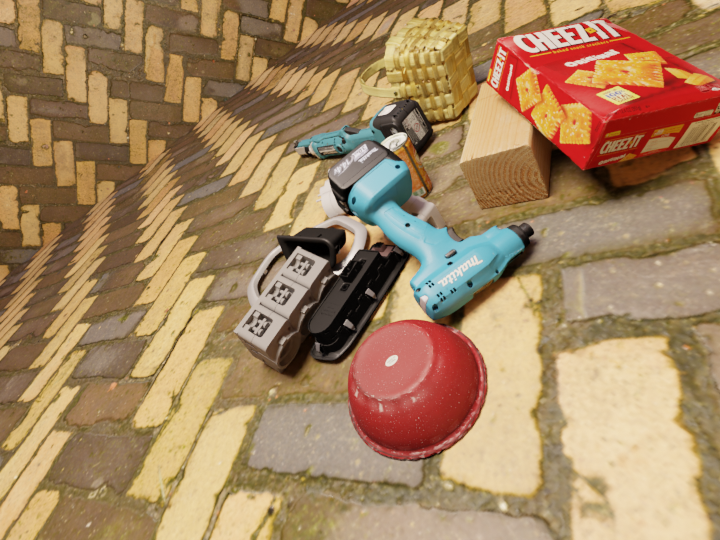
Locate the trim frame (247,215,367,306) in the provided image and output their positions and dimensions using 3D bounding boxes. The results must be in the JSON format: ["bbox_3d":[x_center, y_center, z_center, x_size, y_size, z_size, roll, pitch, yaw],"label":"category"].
[{"bbox_3d":[-0.097,-0.014,0.740,0.252,0.026,0.190,-25,36,15],"label":"trim frame"}]

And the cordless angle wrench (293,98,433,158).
[{"bbox_3d":[-0.031,-0.291,0.950,0.445,0.093,0.074,12,57,52],"label":"cordless angle wrench"}]

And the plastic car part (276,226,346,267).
[{"bbox_3d":[-0.067,-0.044,0.690,0.122,0.063,0.070,1,35,38],"label":"plastic car part"}]

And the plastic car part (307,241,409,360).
[{"bbox_3d":[-0.008,0.032,0.585,0.070,0.063,0.203,11,60,40],"label":"plastic car part"}]

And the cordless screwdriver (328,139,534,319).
[{"bbox_3d":[0.079,-0.074,0.547,0.159,0.071,0.261,-36,61,-4],"label":"cordless screwdriver"}]
